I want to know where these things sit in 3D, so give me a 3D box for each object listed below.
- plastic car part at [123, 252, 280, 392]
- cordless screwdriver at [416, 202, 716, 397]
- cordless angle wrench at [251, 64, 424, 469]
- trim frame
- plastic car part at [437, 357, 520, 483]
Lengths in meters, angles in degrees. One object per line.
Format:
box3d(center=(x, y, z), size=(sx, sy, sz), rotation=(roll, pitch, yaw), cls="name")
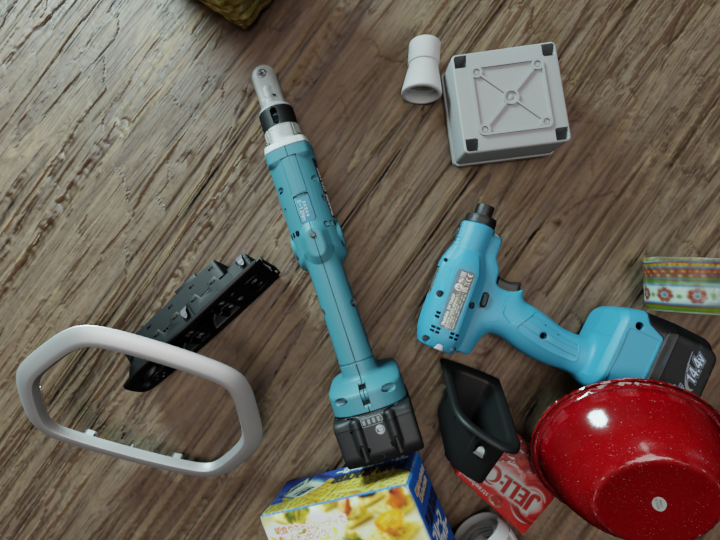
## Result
box3d(center=(-0.184, 0.050, 0.459), size=(0.069, 0.064, 0.203), rotation=(43, 89, 13), cls="plastic car part")
box3d(center=(0.198, 0.040, 0.426), size=(0.253, 0.073, 0.159), rotation=(20, 88, 9), cls="cordless screwdriver")
box3d(center=(-0.043, -0.028, 0.443), size=(0.075, 0.096, 0.429), rotation=(-19, 81, 3), cls="cordless angle wrench")
box3d(center=(-0.219, 0.141, 0.430), size=(0.243, 0.028, 0.183), rotation=(20, 113, -12), cls="trim frame")
box3d(center=(0.104, 0.151, 0.411), size=(0.066, 0.117, 0.070), rotation=(19, 112, 1), cls="plastic car part")
